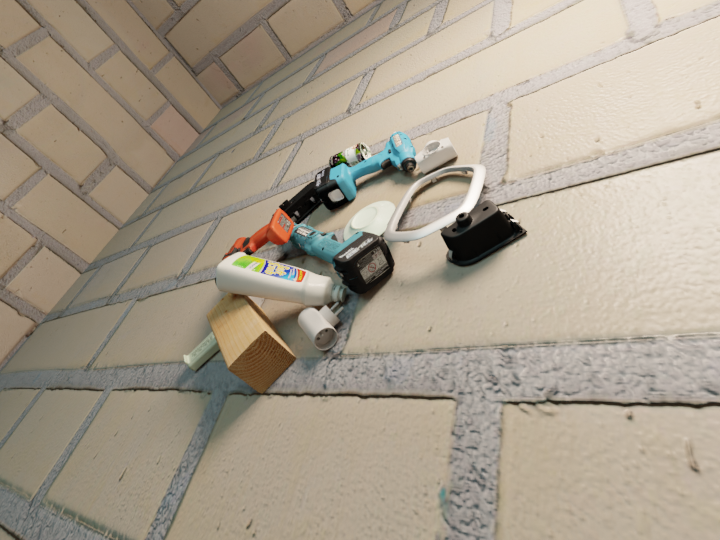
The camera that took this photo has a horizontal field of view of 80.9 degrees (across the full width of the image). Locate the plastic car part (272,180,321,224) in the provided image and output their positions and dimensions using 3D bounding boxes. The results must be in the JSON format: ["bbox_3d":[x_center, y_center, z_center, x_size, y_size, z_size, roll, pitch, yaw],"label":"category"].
[{"bbox_3d":[-0.171,-0.166,1.120,0.203,0.064,0.069,-37,25,2],"label":"plastic car part"}]

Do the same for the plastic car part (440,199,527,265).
[{"bbox_3d":[0.176,-0.063,0.646,0.117,0.067,0.069,-32,32,10],"label":"plastic car part"}]

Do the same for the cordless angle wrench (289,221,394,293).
[{"bbox_3d":[-0.088,-0.058,0.903,0.097,0.071,0.444,-37,28,-17],"label":"cordless angle wrench"}]

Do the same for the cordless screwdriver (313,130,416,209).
[{"bbox_3d":[0.012,-0.226,0.992,0.253,0.071,0.164,-26,36,16],"label":"cordless screwdriver"}]

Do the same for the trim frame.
[{"bbox_3d":[0.131,-0.125,0.764,0.191,0.026,0.249,-13,34,35],"label":"trim frame"}]
